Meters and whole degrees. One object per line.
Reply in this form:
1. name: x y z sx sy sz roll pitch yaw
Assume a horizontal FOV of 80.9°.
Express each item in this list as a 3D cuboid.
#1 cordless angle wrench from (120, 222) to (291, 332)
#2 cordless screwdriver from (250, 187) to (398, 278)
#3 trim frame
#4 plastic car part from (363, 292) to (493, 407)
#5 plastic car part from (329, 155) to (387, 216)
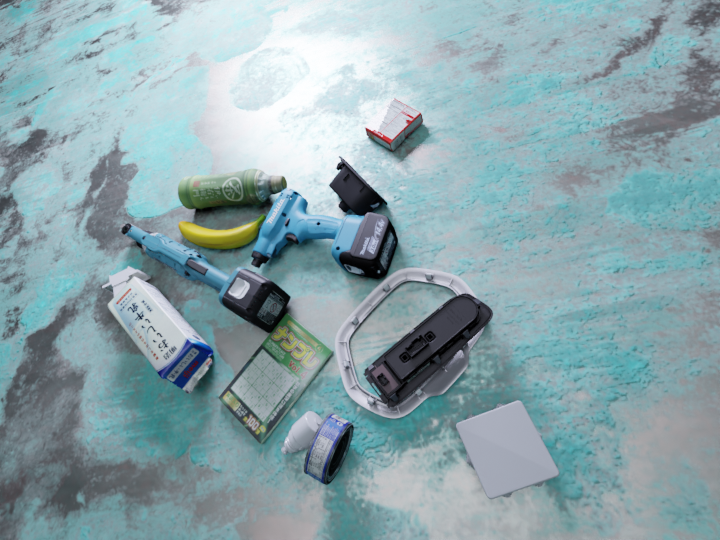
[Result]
1. cordless angle wrench: -0.321 -0.012 0.797 0.445 0.093 0.074 23 74 30
2. cordless screwdriver: -0.072 -0.047 0.736 0.261 0.070 0.159 18 73 28
3. trim frame: 0.071 0.101 0.644 0.247 0.026 0.193 -44 62 -8
4. plastic car part: 0.094 0.100 0.596 0.202 0.064 0.070 -38 55 -5
5. plastic car part: -0.014 -0.142 0.773 0.071 0.063 0.122 -42 63 12
